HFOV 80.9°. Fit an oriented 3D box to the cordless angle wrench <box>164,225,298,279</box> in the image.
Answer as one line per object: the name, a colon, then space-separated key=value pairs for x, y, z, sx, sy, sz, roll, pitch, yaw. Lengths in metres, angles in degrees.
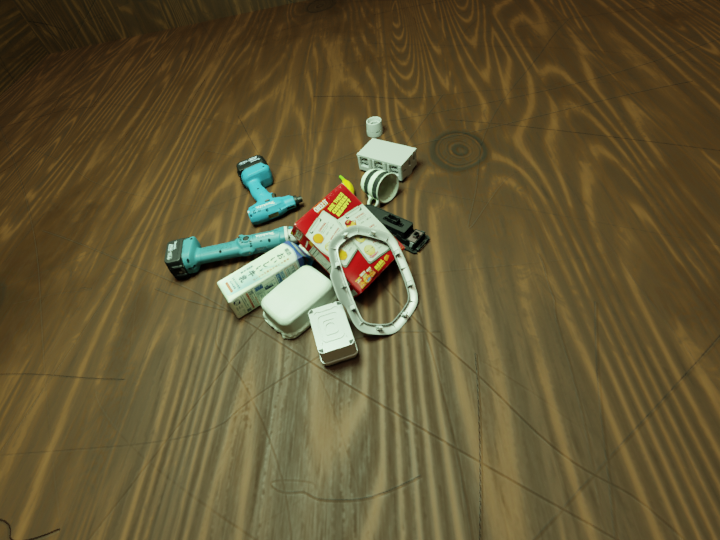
cordless angle wrench: x=-0.297 y=-0.068 z=1.118 sx=0.424 sy=0.071 sz=0.102 roll=-11 pitch=48 yaw=2

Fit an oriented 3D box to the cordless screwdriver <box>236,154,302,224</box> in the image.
cordless screwdriver: x=-0.278 y=-0.250 z=1.269 sx=0.158 sy=0.071 sz=0.261 roll=-22 pitch=51 yaw=-6

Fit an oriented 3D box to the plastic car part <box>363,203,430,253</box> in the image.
plastic car part: x=0.069 y=-0.115 z=1.068 sx=0.214 sy=0.064 sz=0.066 roll=27 pitch=67 yaw=35

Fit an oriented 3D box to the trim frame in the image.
trim frame: x=0.025 y=0.015 z=0.910 sx=0.180 sy=0.027 sz=0.253 roll=-15 pitch=77 yaw=-17
